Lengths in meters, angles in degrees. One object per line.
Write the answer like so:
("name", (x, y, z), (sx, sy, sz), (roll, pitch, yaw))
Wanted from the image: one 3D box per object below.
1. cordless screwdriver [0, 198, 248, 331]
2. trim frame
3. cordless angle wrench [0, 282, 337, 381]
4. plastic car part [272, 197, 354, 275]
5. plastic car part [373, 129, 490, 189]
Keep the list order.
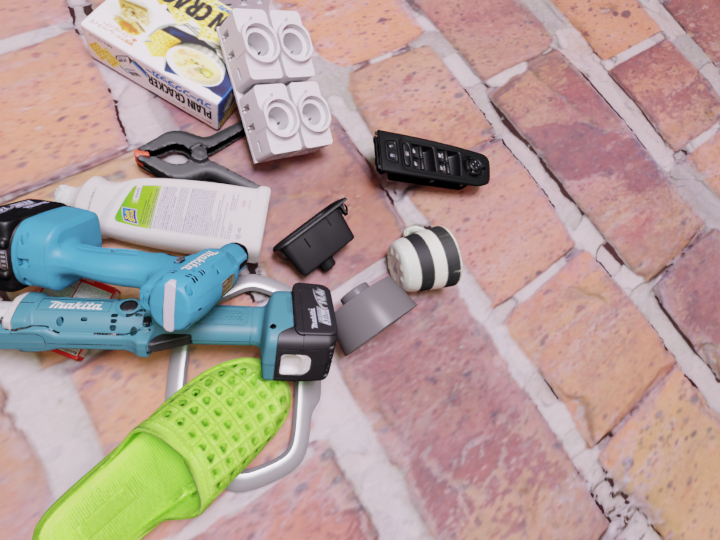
("cordless screwdriver", (-0.250, -0.017, 0.448), (0.253, 0.159, 0.073), (12, 111, 7))
("trim frame", (-0.135, 0.125, 0.509), (0.180, 0.027, 0.254), (2, 69, -12))
("cordless angle wrench", (-0.240, 0.058, 0.445), (0.416, 0.073, 0.102), (3, 35, -10))
("plastic car part", (-0.056, -0.037, 0.571), (0.115, 0.068, 0.070), (-43, 102, -20))
("plastic car part", (0.106, -0.155, 0.641), (0.197, 0.067, 0.068), (2, 65, -18))
